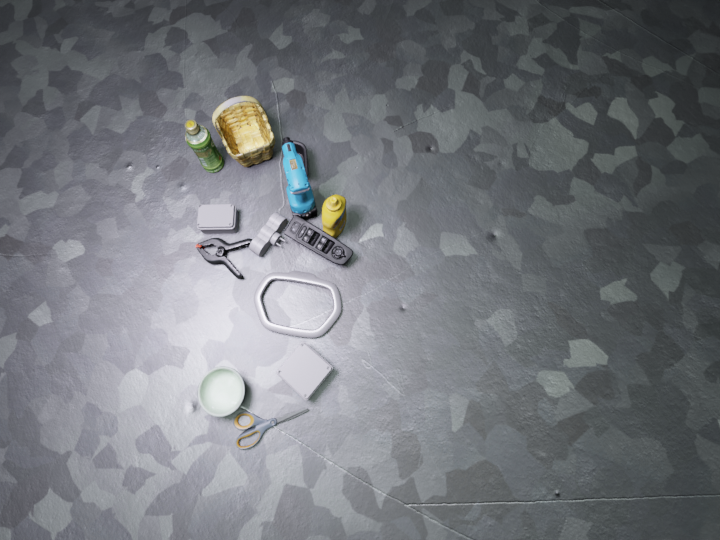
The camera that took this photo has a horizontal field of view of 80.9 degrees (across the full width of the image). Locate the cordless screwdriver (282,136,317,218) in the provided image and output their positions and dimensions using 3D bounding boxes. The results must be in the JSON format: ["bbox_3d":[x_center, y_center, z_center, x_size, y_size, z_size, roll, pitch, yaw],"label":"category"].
[{"bbox_3d":[-0.176,-0.247,1.176,0.074,0.244,0.163,-15,75,-6],"label":"cordless screwdriver"}]

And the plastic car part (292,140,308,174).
[{"bbox_3d":[-0.191,-0.330,1.295,0.066,0.069,0.119,-2,73,-1],"label":"plastic car part"}]

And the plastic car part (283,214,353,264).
[{"bbox_3d":[-0.119,-0.078,1.213,0.207,0.065,0.066,30,76,11],"label":"plastic car part"}]

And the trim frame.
[{"bbox_3d":[-0.177,0.090,1.184,0.251,0.027,0.186,8,73,5],"label":"trim frame"}]
